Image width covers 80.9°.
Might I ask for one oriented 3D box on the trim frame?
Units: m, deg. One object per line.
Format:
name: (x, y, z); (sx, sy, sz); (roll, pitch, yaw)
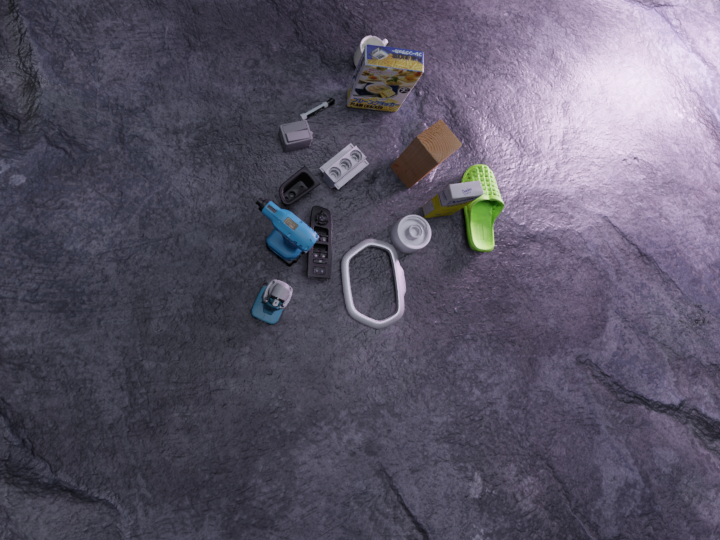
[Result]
trim frame: (0.039, 0.035, 1.165); (0.181, 0.028, 0.251); (-6, 80, -11)

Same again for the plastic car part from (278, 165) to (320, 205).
plastic car part: (-0.178, -0.219, 1.157); (0.115, 0.071, 0.066); (-41, 91, -15)

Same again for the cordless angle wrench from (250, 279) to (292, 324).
cordless angle wrench: (-0.187, 0.061, 0.915); (0.073, 0.427, 0.098); (25, 77, -10)

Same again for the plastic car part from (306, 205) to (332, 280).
plastic car part: (-0.112, -0.073, 1.140); (0.065, 0.067, 0.205); (5, 78, -12)

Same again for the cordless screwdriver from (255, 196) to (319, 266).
cordless screwdriver: (-0.193, -0.093, 1.036); (0.158, 0.251, 0.074); (40, 75, -5)
